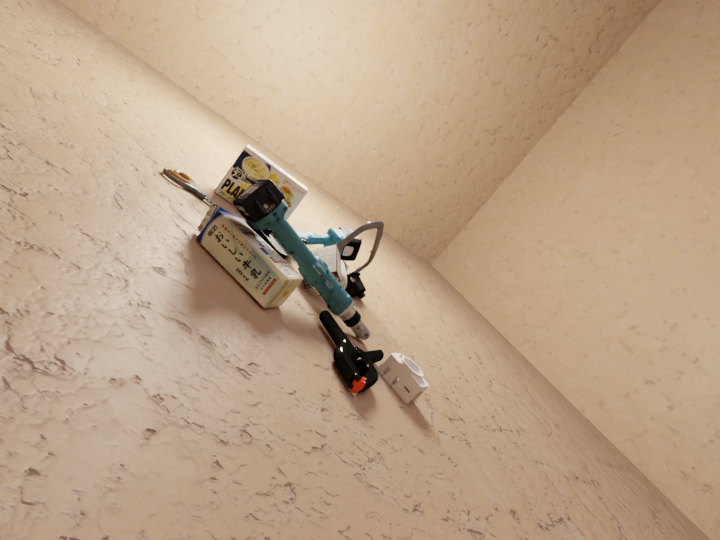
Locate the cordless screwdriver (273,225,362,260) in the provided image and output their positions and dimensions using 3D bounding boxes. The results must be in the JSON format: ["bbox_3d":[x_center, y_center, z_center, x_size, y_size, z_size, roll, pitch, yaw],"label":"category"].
[{"bbox_3d":[-0.116,-0.076,1.187,0.239,0.073,0.167,7,26,-24],"label":"cordless screwdriver"}]

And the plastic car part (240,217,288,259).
[{"bbox_3d":[-0.229,-0.068,1.001,0.214,0.067,0.063,50,9,36],"label":"plastic car part"}]

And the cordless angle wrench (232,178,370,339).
[{"bbox_3d":[-0.096,0.001,0.872,0.406,0.074,0.102,54,-16,-24],"label":"cordless angle wrench"}]

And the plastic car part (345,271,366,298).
[{"bbox_3d":[-0.014,0.049,1.222,0.073,0.066,0.112,58,13,14],"label":"plastic car part"}]

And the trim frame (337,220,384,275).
[{"bbox_3d":[-0.012,-0.050,1.160,0.029,0.180,0.242,55,-24,25],"label":"trim frame"}]
